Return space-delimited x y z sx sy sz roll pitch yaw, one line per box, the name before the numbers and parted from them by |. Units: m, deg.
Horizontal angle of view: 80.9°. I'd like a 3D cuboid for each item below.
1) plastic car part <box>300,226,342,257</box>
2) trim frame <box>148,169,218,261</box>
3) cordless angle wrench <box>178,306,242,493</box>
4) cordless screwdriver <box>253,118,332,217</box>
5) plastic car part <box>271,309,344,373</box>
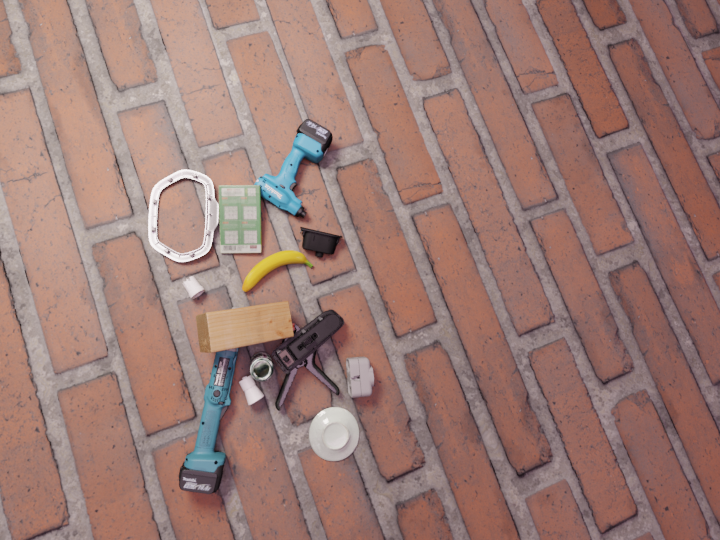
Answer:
plastic car part | -0.111 -0.072 1.131 0.115 0.067 0.071 15 95 -9
trim frame | -0.462 -0.146 1.105 0.184 0.027 0.251 -1 79 -1
cordless angle wrench | -0.346 0.299 1.031 0.097 0.074 0.427 10 77 -8
cordless screwdriver | -0.159 -0.274 1.150 0.159 0.074 0.248 34 82 -2
plastic car part | -0.123 0.166 1.055 0.200 0.067 0.067 -37 81 -25
